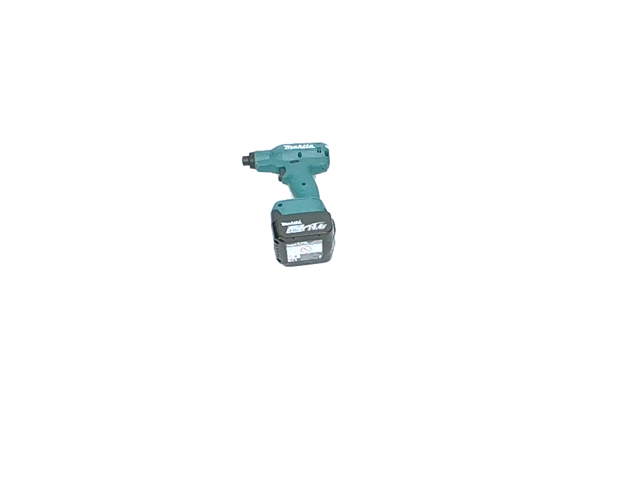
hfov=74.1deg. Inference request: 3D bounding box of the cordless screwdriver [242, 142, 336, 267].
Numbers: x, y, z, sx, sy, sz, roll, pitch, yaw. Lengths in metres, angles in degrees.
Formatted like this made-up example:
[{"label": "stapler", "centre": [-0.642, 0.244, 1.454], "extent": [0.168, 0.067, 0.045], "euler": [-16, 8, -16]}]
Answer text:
[{"label": "cordless screwdriver", "centre": [-0.056, -0.074, 0.714], "extent": [0.159, 0.248, 0.074], "euler": [-4, -40, -2]}]
